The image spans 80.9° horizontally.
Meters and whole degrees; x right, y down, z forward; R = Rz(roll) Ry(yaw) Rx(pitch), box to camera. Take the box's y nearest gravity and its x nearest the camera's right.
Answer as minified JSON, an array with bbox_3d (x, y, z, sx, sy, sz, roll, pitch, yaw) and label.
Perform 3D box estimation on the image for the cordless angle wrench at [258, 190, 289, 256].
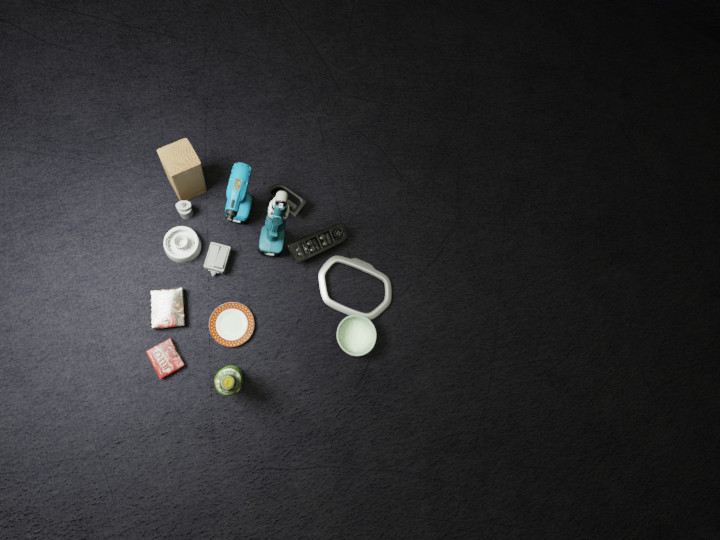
[{"bbox_3d":[-0.228,-0.128,1.138,0.073,0.426,0.099,10,77,-13],"label":"cordless angle wrench"}]

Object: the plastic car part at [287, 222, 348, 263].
[{"bbox_3d":[-0.130,-0.085,1.330,0.200,0.067,0.067,-26,84,-16],"label":"plastic car part"}]

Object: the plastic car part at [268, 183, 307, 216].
[{"bbox_3d":[-0.239,-0.221,1.345,0.116,0.071,0.066,36,72,-1],"label":"plastic car part"}]

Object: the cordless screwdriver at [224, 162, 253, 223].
[{"bbox_3d":[-0.357,-0.191,1.222,0.073,0.250,0.161,13,75,-12],"label":"cordless screwdriver"}]

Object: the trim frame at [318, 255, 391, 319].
[{"bbox_3d":[-0.017,0.051,1.336,0.246,0.027,0.185,21,73,-4],"label":"trim frame"}]
